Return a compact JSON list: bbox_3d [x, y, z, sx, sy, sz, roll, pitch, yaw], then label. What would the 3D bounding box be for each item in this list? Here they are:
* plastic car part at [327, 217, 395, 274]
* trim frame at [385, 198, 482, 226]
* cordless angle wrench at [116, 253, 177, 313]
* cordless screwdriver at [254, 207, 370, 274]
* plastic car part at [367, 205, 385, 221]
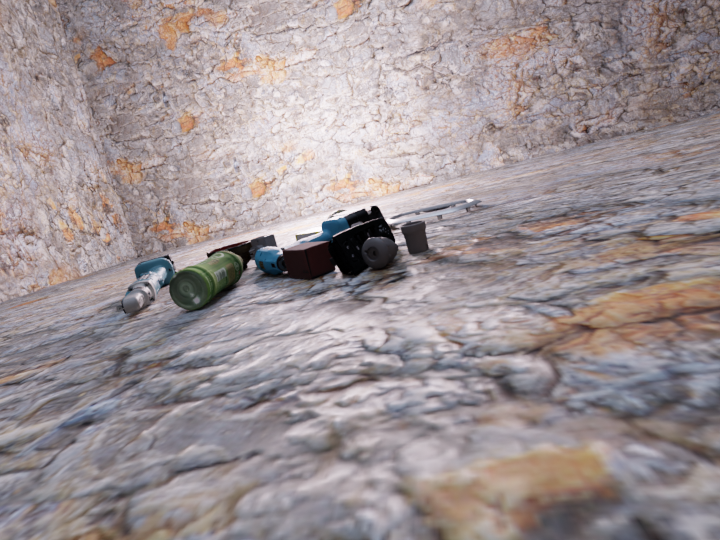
[{"bbox_3d":[0.002,-0.039,0.720,0.068,0.067,0.198,-40,-4,35],"label":"plastic car part"},{"bbox_3d":[0.176,-0.144,1.063,0.257,0.027,0.181,-11,13,25],"label":"trim frame"},{"bbox_3d":[-0.483,0.031,0.963,0.096,0.073,0.438,-18,14,-16],"label":"cordless angle wrench"},{"bbox_3d":[-0.084,-0.055,0.858,0.243,0.073,0.166,-24,14,-23],"label":"cordless screwdriver"},{"bbox_3d":[0.025,-0.137,1.155,0.072,0.066,0.116,-27,5,11],"label":"plastic car part"}]
